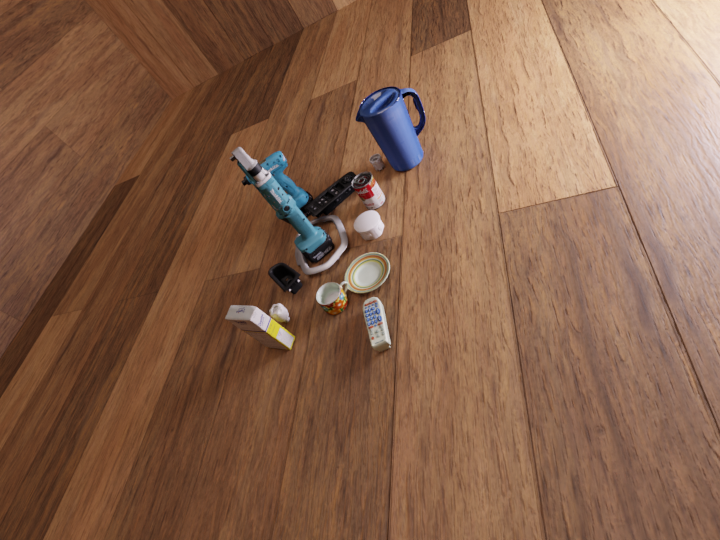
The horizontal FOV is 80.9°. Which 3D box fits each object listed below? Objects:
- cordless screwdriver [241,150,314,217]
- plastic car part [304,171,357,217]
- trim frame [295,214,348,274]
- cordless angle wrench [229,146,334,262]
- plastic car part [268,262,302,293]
[{"bbox_3d":[-0.265,-0.262,1.399,0.160,0.235,0.078,-31,42,8],"label":"cordless screwdriver"},{"bbox_3d":[-0.083,-0.240,1.381,0.202,0.063,0.070,-45,42,-6],"label":"plastic car part"},{"bbox_3d":[-0.128,-0.084,1.307,0.185,0.026,0.260,-32,43,8],"label":"trim frame"},{"bbox_3d":[-0.214,-0.180,1.172,0.098,0.400,0.078,-39,41,-1],"label":"cordless angle wrench"},{"bbox_3d":[-0.213,0.028,1.242,0.066,0.067,0.123,-47,43,-10],"label":"plastic car part"}]
